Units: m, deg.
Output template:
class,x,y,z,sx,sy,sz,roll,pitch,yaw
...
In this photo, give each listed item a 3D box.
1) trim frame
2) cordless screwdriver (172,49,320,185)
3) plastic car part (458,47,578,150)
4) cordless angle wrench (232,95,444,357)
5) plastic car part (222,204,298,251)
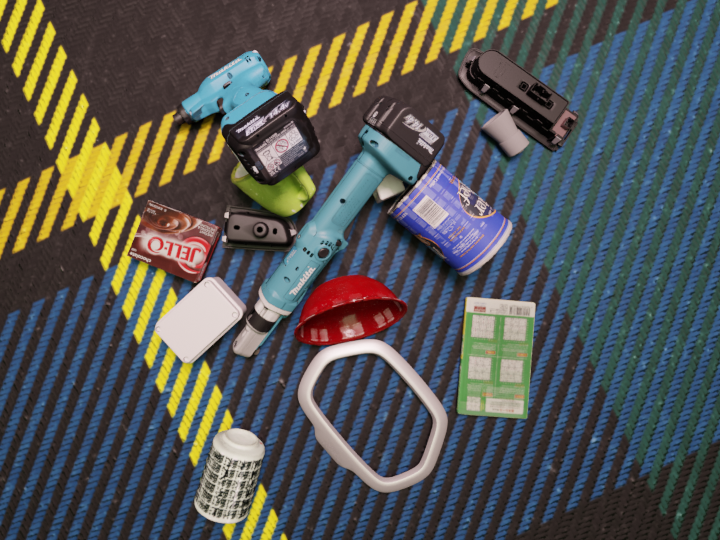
class,x,y,z,sx,sy,sz,roll,pitch,yaw
trim frame,0.018,0.218,0.643,0.184,0.027,0.248,-42,91,-2
cordless screwdriver,-0.166,-0.203,0.566,0.159,0.070,0.262,-34,49,-1
plastic car part,0.239,-0.264,0.635,0.204,0.067,0.066,35,96,2
cordless angle wrench,-0.058,-0.038,0.589,0.093,0.078,0.423,29,106,-35
plastic car part,-0.151,-0.060,0.625,0.117,0.071,0.066,6,92,1
